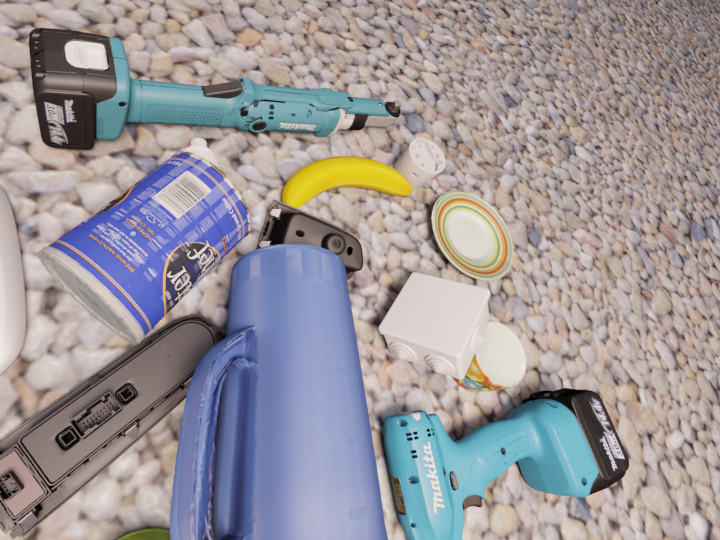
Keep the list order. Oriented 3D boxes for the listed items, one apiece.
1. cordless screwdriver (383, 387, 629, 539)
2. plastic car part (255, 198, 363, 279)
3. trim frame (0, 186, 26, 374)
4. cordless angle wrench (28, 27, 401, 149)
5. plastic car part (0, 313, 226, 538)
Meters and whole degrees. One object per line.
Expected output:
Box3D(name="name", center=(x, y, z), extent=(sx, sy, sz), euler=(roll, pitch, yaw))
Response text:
Box3D(name="cordless screwdriver", center=(0.149, 0.209, 0.421), extent=(0.241, 0.075, 0.163), euler=(-4, 69, -21))
Box3D(name="plastic car part", center=(-0.043, -0.028, 0.443), extent=(0.114, 0.072, 0.066), euler=(19, 83, -14))
Box3D(name="trim frame", center=(-0.365, 0.010, 0.319), extent=(0.178, 0.028, 0.254), euler=(-13, 74, -29))
Box3D(name="cordless angle wrench", center=(-0.124, -0.190, 0.490), extent=(0.407, 0.099, 0.076), euler=(-9, 73, -32))
Box3D(name="plastic car part", center=(-0.190, 0.101, 0.334), extent=(0.067, 0.067, 0.199), euler=(45, 54, 7))
